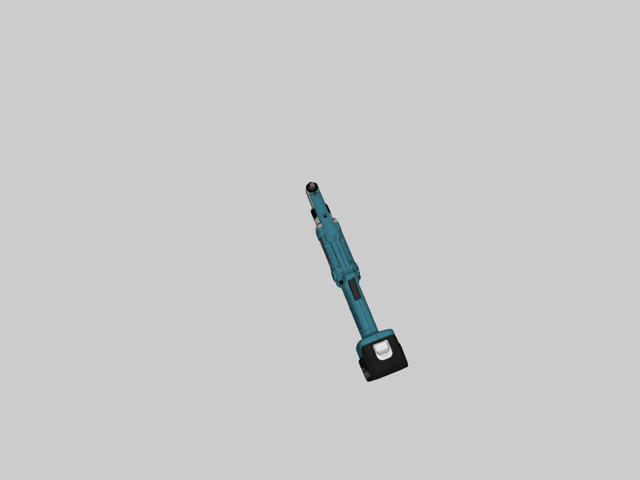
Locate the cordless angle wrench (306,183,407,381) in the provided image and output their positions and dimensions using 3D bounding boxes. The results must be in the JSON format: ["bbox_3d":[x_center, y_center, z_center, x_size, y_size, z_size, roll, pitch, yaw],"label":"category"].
[{"bbox_3d":[0.051,0.067,0.860,0.074,0.422,0.098,-19,-19,-9],"label":"cordless angle wrench"}]
